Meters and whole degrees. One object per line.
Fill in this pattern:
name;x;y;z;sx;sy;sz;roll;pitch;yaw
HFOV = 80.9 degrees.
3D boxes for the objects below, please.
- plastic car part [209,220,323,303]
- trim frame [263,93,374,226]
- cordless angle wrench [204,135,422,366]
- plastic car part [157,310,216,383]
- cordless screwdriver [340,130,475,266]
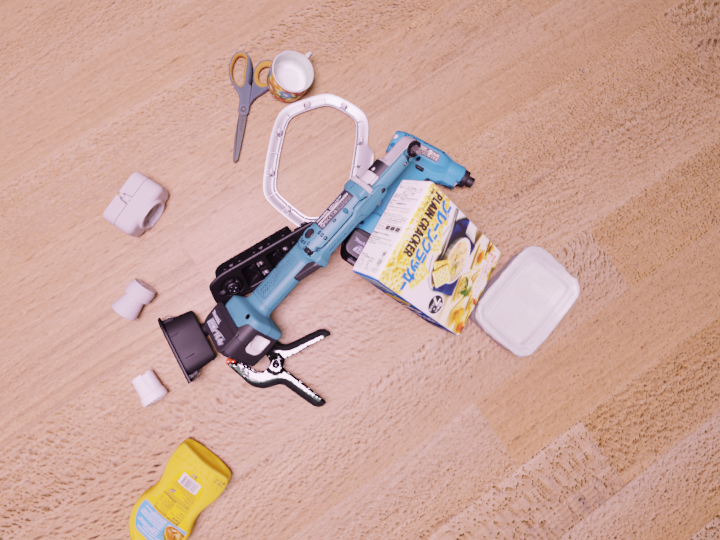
plastic car part;-0.160;-0.020;0.693;0.202;0.063;0.071;-34;50;-8
trim frame;-0.071;-0.193;0.737;0.183;0.027;0.250;10;81;-2
cordless angle wrench;-0.063;-0.041;0.642;0.423;0.070;0.104;-48;47;2
plastic car part;-0.271;0.114;0.681;0.069;0.066;0.118;-24;83;-21
cordless screwdriver;0.079;-0.100;0.709;0.159;0.074;0.249;27;79;0
